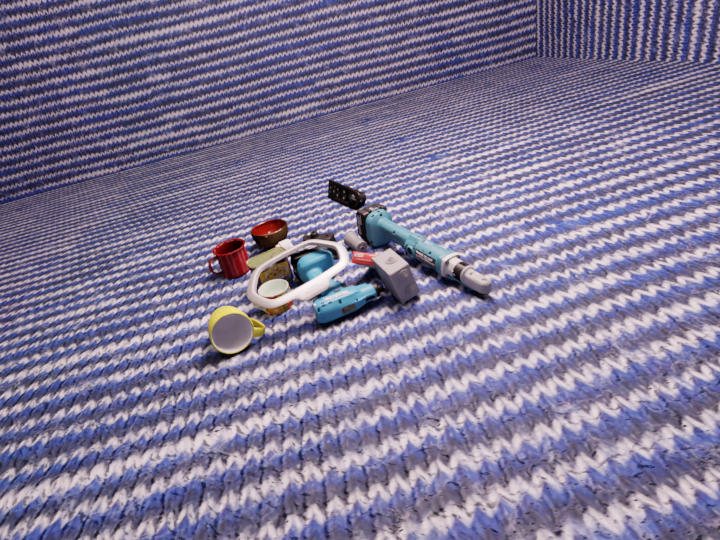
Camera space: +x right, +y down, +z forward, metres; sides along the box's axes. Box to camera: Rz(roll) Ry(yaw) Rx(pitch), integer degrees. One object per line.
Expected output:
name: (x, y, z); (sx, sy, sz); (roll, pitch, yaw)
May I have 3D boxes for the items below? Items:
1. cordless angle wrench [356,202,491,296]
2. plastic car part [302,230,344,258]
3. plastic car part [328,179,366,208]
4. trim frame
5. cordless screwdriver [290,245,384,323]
cordless angle wrench: (0.136, -0.054, 0.997); (0.073, 0.095, 0.447); (-23, 34, -24)
plastic car part: (-0.112, -0.074, 1.150); (0.120, 0.068, 0.066); (0, 31, 18)
plastic car part: (-0.044, -0.257, 1.441); (0.064, 0.065, 0.214); (2, 20, -29)
trim frame: (-0.142, 0.003, 0.953); (0.245, 0.026, 0.195); (-30, 39, -18)
cordless screwdriver: (-0.064, 0.016, 0.982); (0.157, 0.071, 0.262); (-22, 35, -13)
